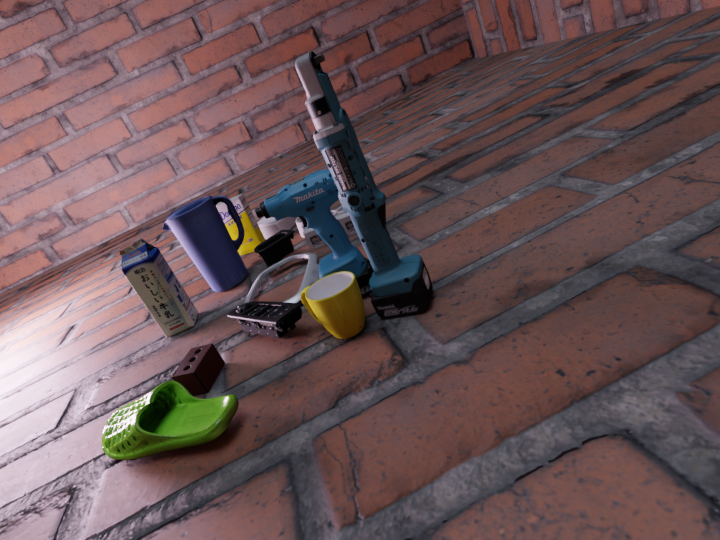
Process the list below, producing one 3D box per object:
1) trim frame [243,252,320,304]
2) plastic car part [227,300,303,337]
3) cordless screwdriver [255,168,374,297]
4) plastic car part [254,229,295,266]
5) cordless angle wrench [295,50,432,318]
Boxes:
[{"bbox_3d":[-0.178,0.029,0.977,0.188,0.026,0.253,-19,26,14],"label":"trim frame"},{"bbox_3d":[-0.183,0.094,0.815,0.213,0.065,0.065,3,36,46],"label":"plastic car part"},{"bbox_3d":[-0.077,-0.050,0.786,0.161,0.240,0.076,-21,22,8],"label":"cordless screwdriver"},{"bbox_3d":[-0.224,-0.053,1.126,0.115,0.068,0.069,-40,28,-30],"label":"plastic car part"},{"bbox_3d":[-0.001,-0.116,0.645,0.101,0.409,0.074,-14,24,26],"label":"cordless angle wrench"}]
